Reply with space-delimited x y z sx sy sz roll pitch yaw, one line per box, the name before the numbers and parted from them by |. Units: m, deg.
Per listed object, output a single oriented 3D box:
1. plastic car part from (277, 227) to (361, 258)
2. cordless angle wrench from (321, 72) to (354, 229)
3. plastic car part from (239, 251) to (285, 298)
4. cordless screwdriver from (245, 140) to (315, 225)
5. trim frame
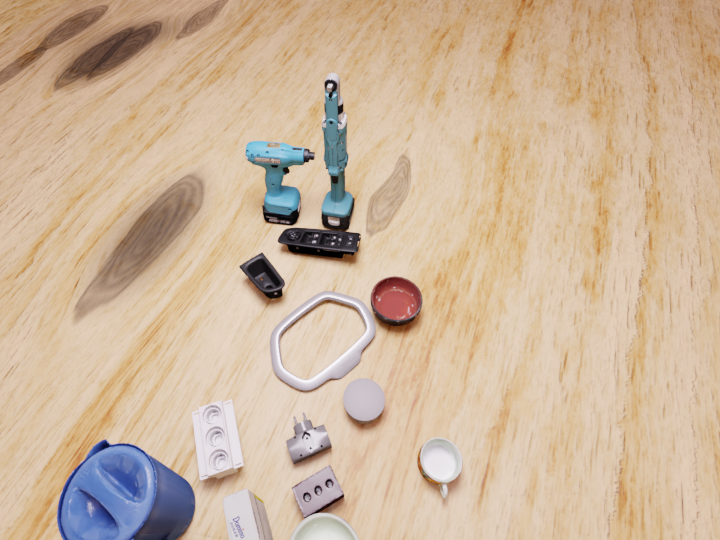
plastic car part | -0.103 -0.067 1.050 0.207 0.065 0.067 9 57 10
cordless angle wrench | -0.056 -0.256 0.968 0.075 0.409 0.099 11 57 6
plastic car part | -0.222 0.026 0.992 0.065 0.068 0.122 -34 60 -20
cordless screwdriver | -0.185 -0.216 1.052 0.161 0.241 0.076 8 57 6
trim frame | -0.084 0.147 0.923 0.245 0.026 0.193 -38 61 -20
